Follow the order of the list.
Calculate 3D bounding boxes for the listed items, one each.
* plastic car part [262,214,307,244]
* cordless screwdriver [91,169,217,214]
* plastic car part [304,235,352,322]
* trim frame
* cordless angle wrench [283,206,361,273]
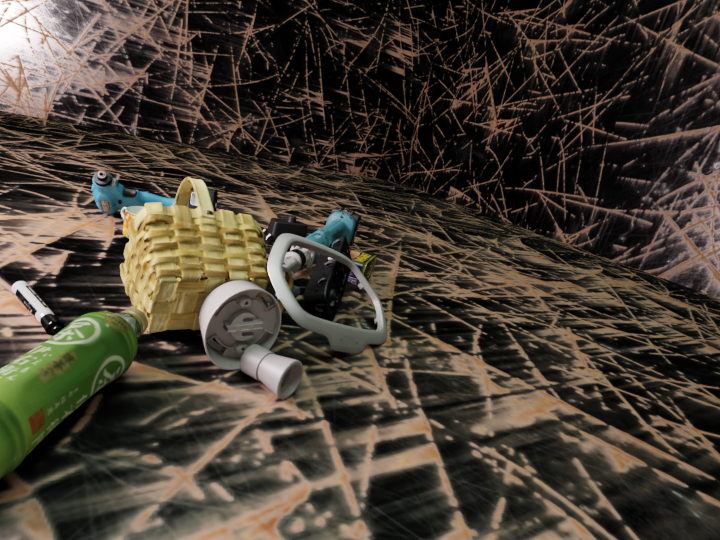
[{"bbox_3d":[-0.179,-0.099,1.028,0.112,0.070,0.070,0,23,-31],"label":"plastic car part"},{"bbox_3d":[-0.433,-0.155,0.901,0.241,0.075,0.162,6,-16,-21],"label":"cordless screwdriver"},{"bbox_3d":[-0.057,0.011,0.735,0.068,0.064,0.206,-2,30,6],"label":"plastic car part"},{"bbox_3d":[-0.043,0.033,0.625,0.234,0.028,0.192,22,37,-47],"label":"trim frame"},{"bbox_3d":[-0.093,-0.061,0.947,0.076,0.097,0.418,20,22,8],"label":"cordless angle wrench"}]
